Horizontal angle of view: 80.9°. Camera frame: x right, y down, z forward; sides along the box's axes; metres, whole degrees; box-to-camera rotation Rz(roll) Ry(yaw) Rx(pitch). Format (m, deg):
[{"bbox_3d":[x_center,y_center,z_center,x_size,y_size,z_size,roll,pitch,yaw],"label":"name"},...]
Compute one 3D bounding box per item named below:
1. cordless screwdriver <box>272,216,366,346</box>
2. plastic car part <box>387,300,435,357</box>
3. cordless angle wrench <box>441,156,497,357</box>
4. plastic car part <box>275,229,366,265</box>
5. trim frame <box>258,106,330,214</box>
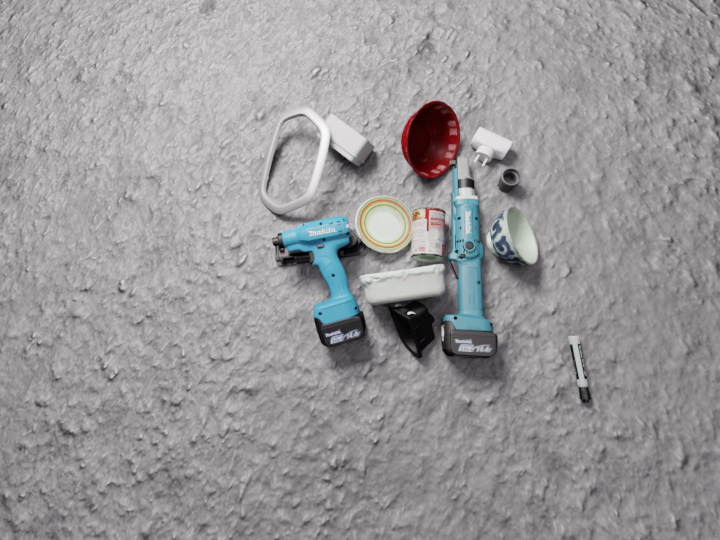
[{"bbox_3d":[-0.081,0.024,0.851,0.160,0.074,0.249,-11,89,3],"label":"cordless screwdriver"},{"bbox_3d":[0.112,0.106,0.830,0.070,0.111,0.070,-36,33,-17],"label":"plastic car part"},{"bbox_3d":[0.215,-0.041,0.863,0.099,0.072,0.429,1,73,6],"label":"cordless angle wrench"},{"bbox_3d":[-0.090,-0.059,0.916,0.204,0.065,0.068,-4,69,4],"label":"plastic car part"},{"bbox_3d":[-0.154,-0.247,0.953,0.194,0.026,0.248,17,94,32],"label":"trim frame"}]
